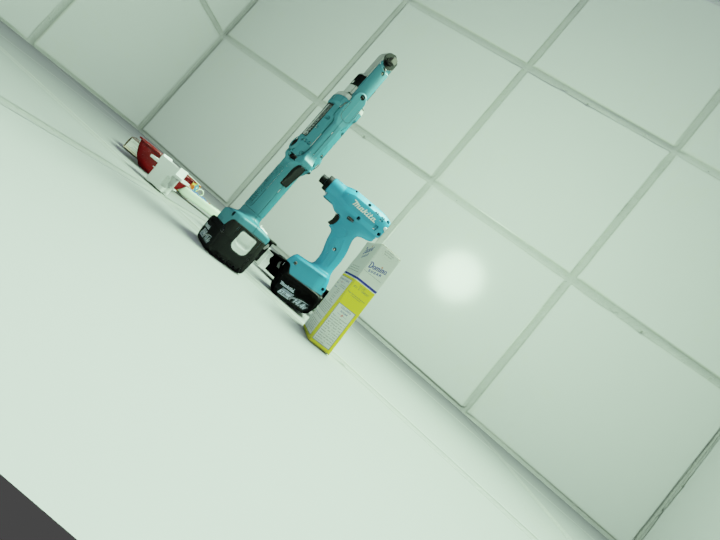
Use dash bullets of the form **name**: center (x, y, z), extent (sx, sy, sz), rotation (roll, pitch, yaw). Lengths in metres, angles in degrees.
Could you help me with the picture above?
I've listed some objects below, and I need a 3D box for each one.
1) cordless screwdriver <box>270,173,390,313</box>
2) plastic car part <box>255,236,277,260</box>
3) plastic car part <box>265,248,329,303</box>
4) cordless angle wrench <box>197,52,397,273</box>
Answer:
- **cordless screwdriver**: center (-0.078, -0.051, 0.802), extent (0.159, 0.248, 0.074), rotation (40, -3, -1)
- **plastic car part**: center (-0.236, -0.064, 0.863), extent (0.122, 0.071, 0.063), rotation (39, -3, 25)
- **plastic car part**: center (-0.141, 0.026, 0.933), extent (0.214, 0.067, 0.063), rotation (38, -4, 31)
- **cordless angle wrench**: center (-0.088, -0.185, 0.672), extent (0.070, 0.422, 0.103), rotation (42, -3, -34)
